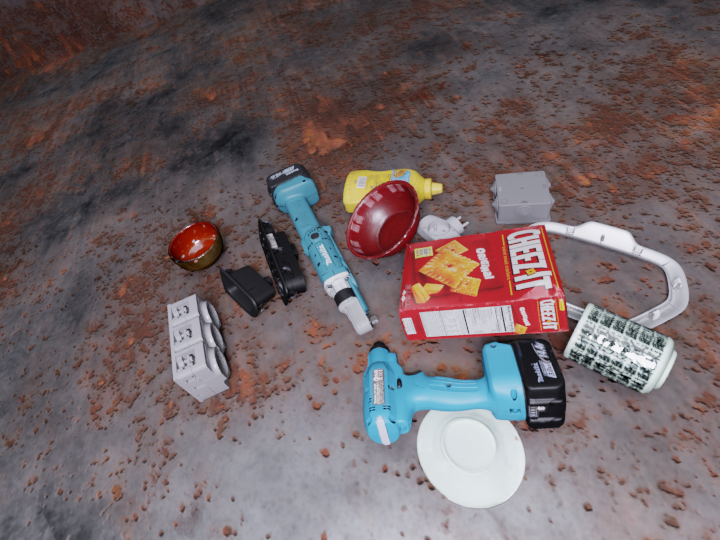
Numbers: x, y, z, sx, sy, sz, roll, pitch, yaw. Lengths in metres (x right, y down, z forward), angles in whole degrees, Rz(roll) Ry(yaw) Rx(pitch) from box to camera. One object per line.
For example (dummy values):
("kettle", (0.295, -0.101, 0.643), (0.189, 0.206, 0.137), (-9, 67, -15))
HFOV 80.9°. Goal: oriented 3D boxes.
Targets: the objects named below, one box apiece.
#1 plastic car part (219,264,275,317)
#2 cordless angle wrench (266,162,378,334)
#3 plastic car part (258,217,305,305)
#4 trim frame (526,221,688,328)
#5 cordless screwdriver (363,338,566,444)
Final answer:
("plastic car part", (-0.202, 0.032, 0.791), (0.123, 0.064, 0.069), (32, 52, 32))
("cordless angle wrench", (-0.079, -0.052, 0.809), (0.098, 0.071, 0.445), (-26, 51, -4))
("plastic car part", (-0.151, -0.017, 0.813), (0.065, 0.065, 0.213), (-5, 44, -21))
("trim frame", (0.350, -0.002, 0.651), (0.262, 0.026, 0.183), (24, 62, 34))
("cordless screwdriver", (0.126, 0.143, 0.573), (0.253, 0.071, 0.163), (-11, 31, 10))
